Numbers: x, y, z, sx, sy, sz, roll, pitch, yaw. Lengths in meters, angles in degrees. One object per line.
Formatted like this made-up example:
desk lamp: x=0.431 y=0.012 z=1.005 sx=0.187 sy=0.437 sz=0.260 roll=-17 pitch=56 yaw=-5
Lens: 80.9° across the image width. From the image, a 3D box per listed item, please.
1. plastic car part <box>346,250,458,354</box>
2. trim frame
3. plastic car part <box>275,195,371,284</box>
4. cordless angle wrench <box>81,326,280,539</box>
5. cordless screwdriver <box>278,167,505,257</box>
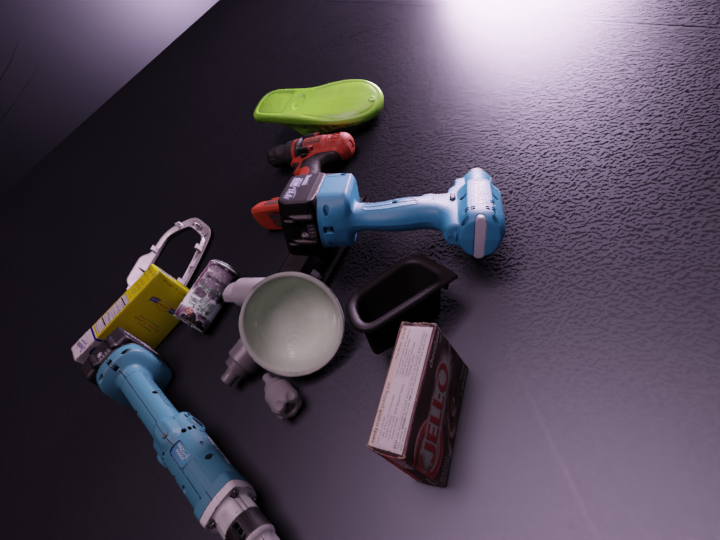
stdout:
plastic car part: x=0.041 y=0.043 z=0.449 sx=0.115 sy=0.068 sz=0.070 roll=-34 pitch=38 yaw=-17
trim frame: x=-0.375 y=-0.005 z=0.806 sx=0.192 sy=0.026 sz=0.252 roll=-5 pitch=55 yaw=33
plastic car part: x=-0.058 y=-0.038 z=0.593 sx=0.070 sy=0.063 sz=0.204 roll=11 pitch=66 yaw=32
cordless angle wrench: x=-0.205 y=0.197 z=0.485 sx=0.448 sy=0.093 sz=0.074 roll=24 pitch=67 yaw=40
cordless screwdriver: x=0.036 y=-0.081 z=0.510 sx=0.256 sy=0.072 sz=0.160 roll=2 pitch=35 yaw=16
